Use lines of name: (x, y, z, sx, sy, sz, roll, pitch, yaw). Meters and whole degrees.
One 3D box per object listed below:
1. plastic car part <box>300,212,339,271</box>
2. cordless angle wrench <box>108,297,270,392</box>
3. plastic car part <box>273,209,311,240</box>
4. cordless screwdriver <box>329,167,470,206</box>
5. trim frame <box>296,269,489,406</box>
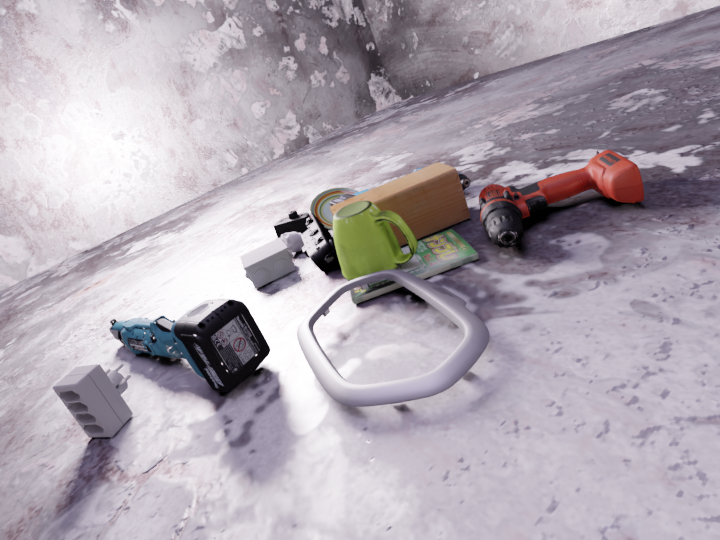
plastic car part: (-0.076, -0.050, 0.779, 0.067, 0.064, 0.211, -34, 23, -3)
cordless angle wrench: (-0.298, 0.100, 0.640, 0.442, 0.095, 0.073, -6, 26, 44)
plastic car part: (-0.144, -0.096, 0.933, 0.120, 0.069, 0.066, -14, 23, 28)
cordless screwdriver: (0.075, -0.138, 0.821, 0.245, 0.072, 0.166, -26, 22, -17)
trim frame: (0.025, 0.062, 0.470, 0.182, 0.026, 0.260, -30, 25, -12)
